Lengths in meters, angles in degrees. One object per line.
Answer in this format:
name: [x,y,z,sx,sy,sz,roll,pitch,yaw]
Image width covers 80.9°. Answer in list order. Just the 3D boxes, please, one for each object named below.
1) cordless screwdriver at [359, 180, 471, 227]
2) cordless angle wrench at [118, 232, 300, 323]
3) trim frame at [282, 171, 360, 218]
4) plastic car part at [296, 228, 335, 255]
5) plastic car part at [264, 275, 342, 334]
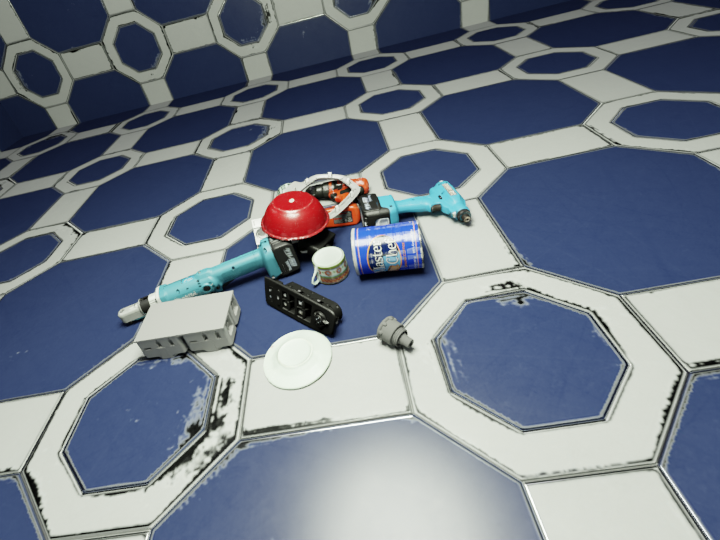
cordless screwdriver: [0.128,-0.142,1.016,0.248,0.071,0.166,-13,38,-3]
cordless angle wrench: [-0.350,0.025,0.965,0.421,0.093,0.078,-22,41,-3]
trim frame: [-0.111,-0.193,1.090,0.193,0.026,0.246,16,46,26]
plastic car part: [-0.098,-0.064,1.000,0.072,0.065,0.116,21,35,9]
plastic car part: [-0.113,0.068,0.855,0.064,0.065,0.215,-12,26,-43]
